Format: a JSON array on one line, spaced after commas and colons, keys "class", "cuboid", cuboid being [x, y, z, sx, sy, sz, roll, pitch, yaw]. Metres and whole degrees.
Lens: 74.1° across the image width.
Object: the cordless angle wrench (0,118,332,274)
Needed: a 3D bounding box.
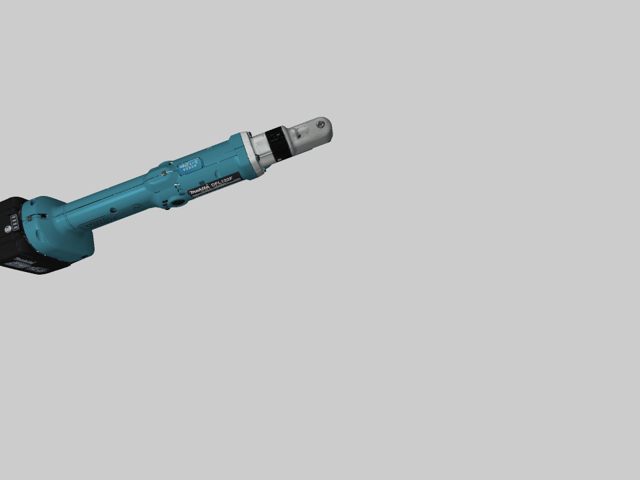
[{"class": "cordless angle wrench", "cuboid": [-0.184, -0.068, 0.528, 0.423, 0.074, 0.098, -21, -16, 0]}]
